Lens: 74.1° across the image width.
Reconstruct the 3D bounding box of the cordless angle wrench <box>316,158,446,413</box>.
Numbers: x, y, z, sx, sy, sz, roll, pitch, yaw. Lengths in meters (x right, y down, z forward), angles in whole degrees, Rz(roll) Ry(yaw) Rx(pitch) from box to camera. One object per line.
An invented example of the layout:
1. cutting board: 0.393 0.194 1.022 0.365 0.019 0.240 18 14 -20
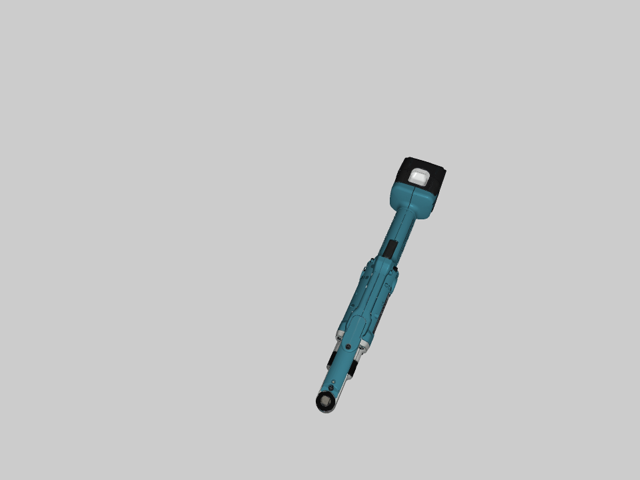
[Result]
1. cordless angle wrench: 0.090 0.059 0.654 0.074 0.421 0.098 21 -24 14
